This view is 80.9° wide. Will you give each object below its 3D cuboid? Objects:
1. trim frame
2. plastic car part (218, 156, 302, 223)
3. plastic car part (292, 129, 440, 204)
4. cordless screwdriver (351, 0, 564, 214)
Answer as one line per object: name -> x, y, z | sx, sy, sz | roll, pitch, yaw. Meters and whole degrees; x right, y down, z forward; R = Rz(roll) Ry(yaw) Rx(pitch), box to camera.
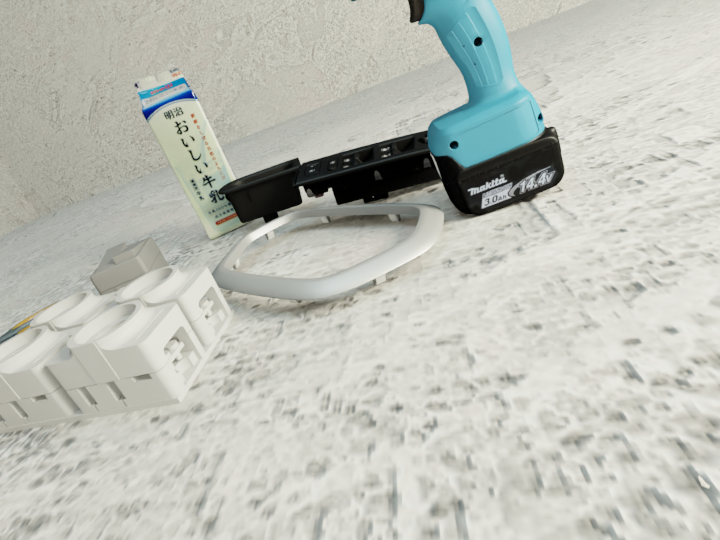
trim frame -> -0.040, -0.026, 0.412 | 0.261, 0.026, 0.181 | 2, 35, 41
plastic car part -> -0.127, -0.102, 0.582 | 0.117, 0.068, 0.068 | -22, 23, 1
plastic car part -> 0.027, -0.117, 0.489 | 0.207, 0.065, 0.067 | -15, 24, 15
cordless screwdriver -> 0.067, -0.168, 0.352 | 0.162, 0.241, 0.075 | -16, 22, 13
